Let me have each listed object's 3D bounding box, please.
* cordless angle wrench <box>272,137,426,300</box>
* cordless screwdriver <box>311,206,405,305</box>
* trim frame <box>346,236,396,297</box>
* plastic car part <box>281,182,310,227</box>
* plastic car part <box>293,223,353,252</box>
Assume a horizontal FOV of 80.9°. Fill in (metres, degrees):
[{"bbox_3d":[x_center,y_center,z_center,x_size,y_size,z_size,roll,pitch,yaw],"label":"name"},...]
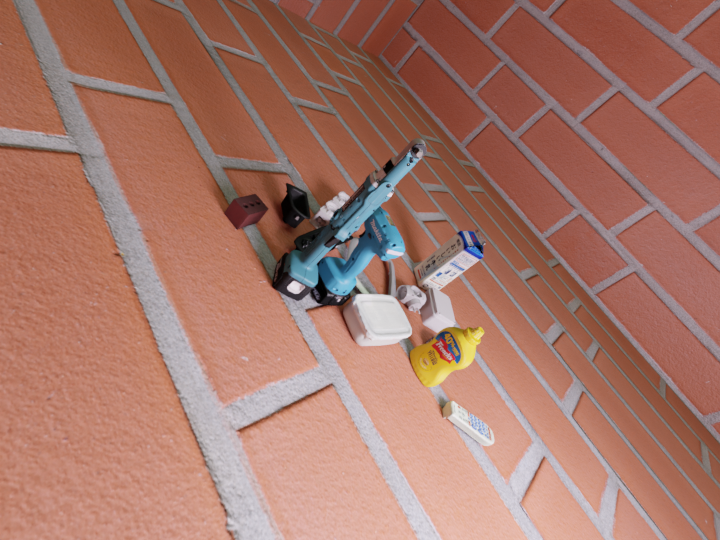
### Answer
[{"bbox_3d":[-0.029,-0.095,0.824,0.071,0.427,0.101,31,35,-24],"label":"cordless angle wrench"},{"bbox_3d":[-0.022,-0.040,0.935,0.070,0.251,0.166,11,46,-44],"label":"cordless screwdriver"},{"bbox_3d":[0.034,0.002,1.162,0.178,0.028,0.254,32,33,-18],"label":"trim frame"},{"bbox_3d":[-0.172,-0.155,1.075,0.063,0.071,0.121,22,38,-33],"label":"plastic car part"},{"bbox_3d":[-0.103,-0.067,1.052,0.068,0.068,0.197,50,32,8],"label":"plastic car part"}]
